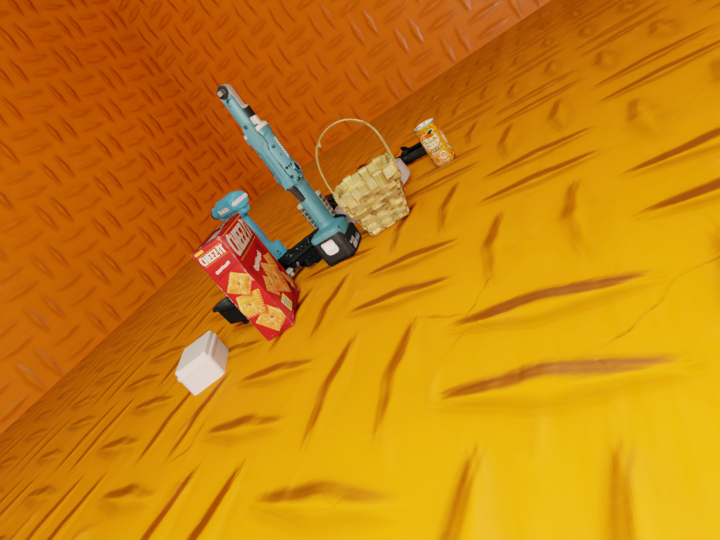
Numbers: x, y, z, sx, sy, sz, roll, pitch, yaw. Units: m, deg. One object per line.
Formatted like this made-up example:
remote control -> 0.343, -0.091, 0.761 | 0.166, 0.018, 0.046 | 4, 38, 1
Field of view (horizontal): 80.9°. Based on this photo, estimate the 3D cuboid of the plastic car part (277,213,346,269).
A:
plastic car part -> -0.097, -0.063, 0.992 | 0.201, 0.065, 0.069 | -47, 20, -26

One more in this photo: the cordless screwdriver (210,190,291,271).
cordless screwdriver -> -0.275, -0.080, 1.068 | 0.165, 0.242, 0.074 | -16, 26, 51

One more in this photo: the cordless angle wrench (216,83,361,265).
cordless angle wrench -> -0.150, -0.199, 0.872 | 0.076, 0.412, 0.098 | -29, 17, 26

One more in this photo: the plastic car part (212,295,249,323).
plastic car part -> -0.267, 0.087, 0.941 | 0.120, 0.069, 0.066 | -22, 23, 37

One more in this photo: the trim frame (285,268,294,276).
trim frame -> -0.203, -0.002, 1.092 | 0.191, 0.027, 0.247 | -16, 29, 45
